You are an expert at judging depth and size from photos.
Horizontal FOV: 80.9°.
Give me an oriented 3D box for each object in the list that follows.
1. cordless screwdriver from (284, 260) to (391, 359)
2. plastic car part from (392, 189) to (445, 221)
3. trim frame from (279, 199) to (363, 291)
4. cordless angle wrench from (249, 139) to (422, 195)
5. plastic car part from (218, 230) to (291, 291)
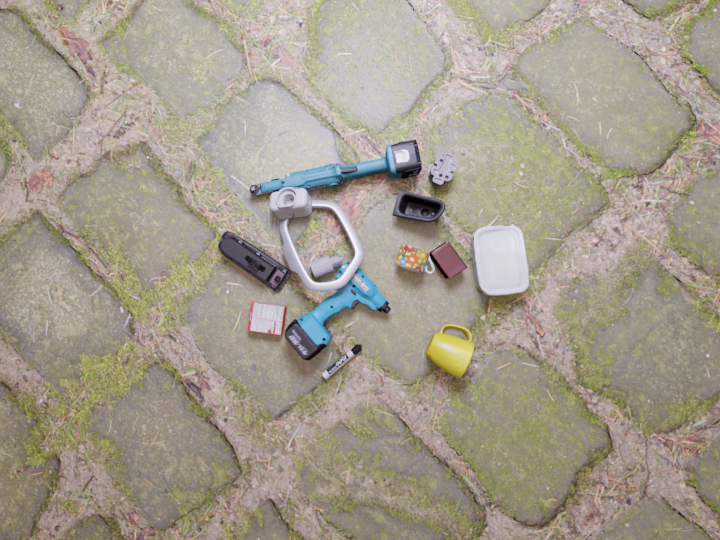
[{"bbox_3d":[-0.056,0.116,1.030,0.160,0.074,0.248,44,86,3],"label":"cordless screwdriver"},{"bbox_3d":[0.147,-0.148,1.033,0.121,0.068,0.066,16,89,18],"label":"plastic car part"},{"bbox_3d":[-0.101,-0.066,1.035,0.184,0.027,0.256,-27,71,-1],"label":"trim frame"},{"bbox_3d":[-0.069,-0.237,1.047,0.427,0.097,0.074,-10,89,7],"label":"cordless angle wrench"},{"bbox_3d":[-0.275,-0.024,1.057,0.206,0.066,0.066,34,96,6],"label":"plastic car part"}]
